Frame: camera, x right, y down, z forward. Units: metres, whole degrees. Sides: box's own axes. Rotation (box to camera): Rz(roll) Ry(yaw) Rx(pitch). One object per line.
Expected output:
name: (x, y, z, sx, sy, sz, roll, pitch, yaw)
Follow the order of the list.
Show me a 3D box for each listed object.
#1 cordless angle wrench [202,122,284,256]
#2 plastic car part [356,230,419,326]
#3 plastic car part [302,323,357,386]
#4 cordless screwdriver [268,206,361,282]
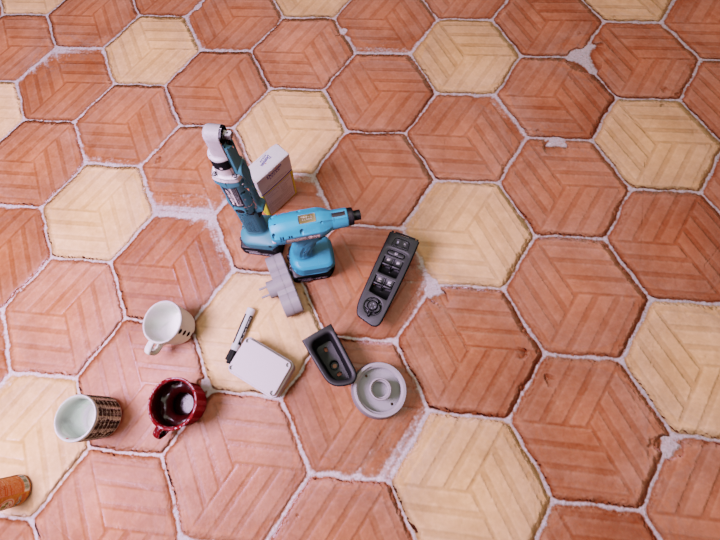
cordless angle wrench: (-0.210, -0.130, 0.769, 0.099, 0.414, 0.075, 8, 72, 1)
plastic car part: (0.052, 0.020, 0.880, 0.068, 0.065, 0.203, 23, 73, 9)
plastic car part: (-0.056, 0.176, 0.827, 0.065, 0.069, 0.120, -29, 72, -9)
cordless screwdriver: (-0.080, -0.053, 0.822, 0.159, 0.243, 0.076, -10, 72, -3)
